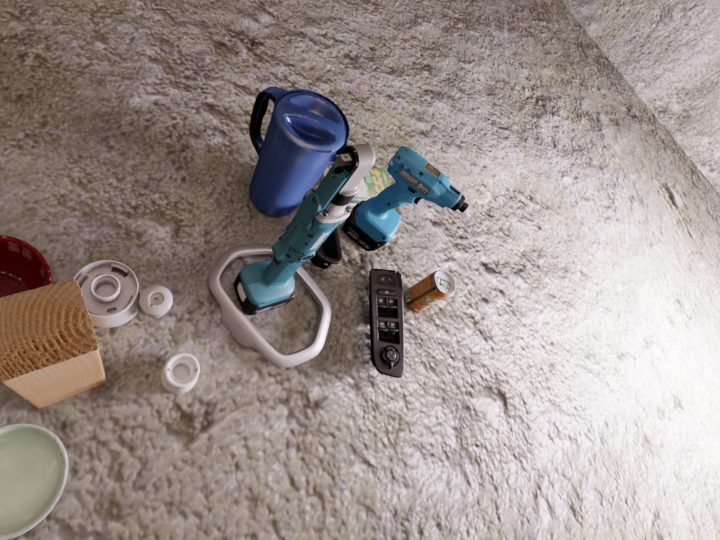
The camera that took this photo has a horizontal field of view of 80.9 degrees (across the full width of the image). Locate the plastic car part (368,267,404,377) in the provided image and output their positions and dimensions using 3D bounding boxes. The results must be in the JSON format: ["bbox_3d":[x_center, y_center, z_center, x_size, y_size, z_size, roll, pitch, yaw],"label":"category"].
[{"bbox_3d":[0.042,0.100,0.801,0.064,0.067,0.208,9,60,-22],"label":"plastic car part"}]

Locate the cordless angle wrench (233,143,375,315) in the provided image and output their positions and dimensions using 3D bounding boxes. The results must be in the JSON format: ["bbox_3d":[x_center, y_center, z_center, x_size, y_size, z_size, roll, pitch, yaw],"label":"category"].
[{"bbox_3d":[-0.088,-0.041,0.600,0.095,0.427,0.076,-16,76,-33],"label":"cordless angle wrench"}]

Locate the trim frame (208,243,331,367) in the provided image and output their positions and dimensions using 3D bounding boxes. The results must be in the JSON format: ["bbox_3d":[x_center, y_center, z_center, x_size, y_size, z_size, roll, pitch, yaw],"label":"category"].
[{"bbox_3d":[-0.160,0.055,0.759,0.251,0.028,0.181,48,55,5],"label":"trim frame"}]

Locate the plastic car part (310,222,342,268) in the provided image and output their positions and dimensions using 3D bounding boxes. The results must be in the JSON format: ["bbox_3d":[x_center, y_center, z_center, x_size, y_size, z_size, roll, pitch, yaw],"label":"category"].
[{"bbox_3d":[-0.081,-0.053,0.827,0.063,0.071,0.120,0,65,-27],"label":"plastic car part"}]

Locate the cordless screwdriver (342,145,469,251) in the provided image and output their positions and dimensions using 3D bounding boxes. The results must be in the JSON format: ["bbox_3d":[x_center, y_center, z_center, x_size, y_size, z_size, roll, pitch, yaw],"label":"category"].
[{"bbox_3d":[0.078,-0.117,0.824,0.158,0.251,0.074,38,55,-6],"label":"cordless screwdriver"}]
